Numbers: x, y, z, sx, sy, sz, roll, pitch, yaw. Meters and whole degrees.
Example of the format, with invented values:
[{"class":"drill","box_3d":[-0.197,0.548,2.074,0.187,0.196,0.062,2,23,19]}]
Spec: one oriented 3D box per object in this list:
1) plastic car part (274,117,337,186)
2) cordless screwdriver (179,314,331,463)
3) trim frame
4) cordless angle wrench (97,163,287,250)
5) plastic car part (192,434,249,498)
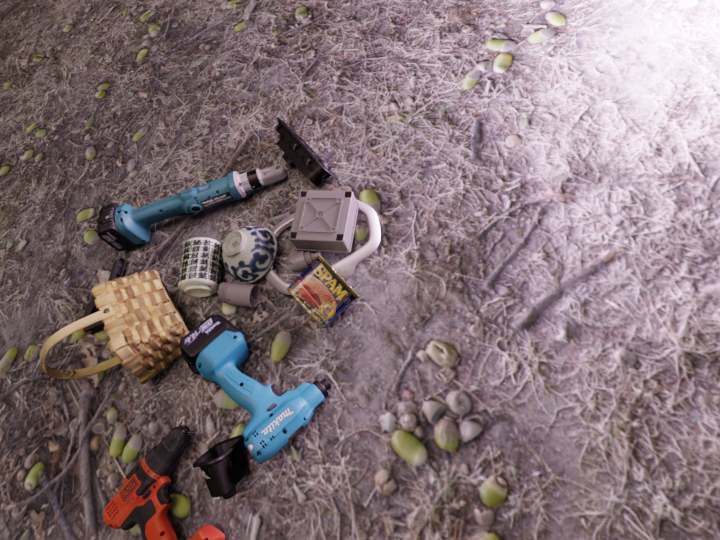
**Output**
[{"class":"plastic car part","box_3d":[-0.128,-0.249,0.911,0.067,0.063,0.213,-46,60,3]},{"class":"cordless screwdriver","box_3d":[-0.180,0.172,0.712,0.157,0.072,0.261,-37,58,-26]},{"class":"trim frame","box_3d":[-0.080,-0.052,0.820,0.249,0.026,0.193,-29,59,1]},{"class":"cordless angle wrench","box_3d":[-0.363,-0.153,0.927,0.426,0.093,0.077,-18,59,5]},{"class":"plastic car part","box_3d":[-0.207,0.306,0.646,0.066,0.115,0.071,-22,86,4]}]
